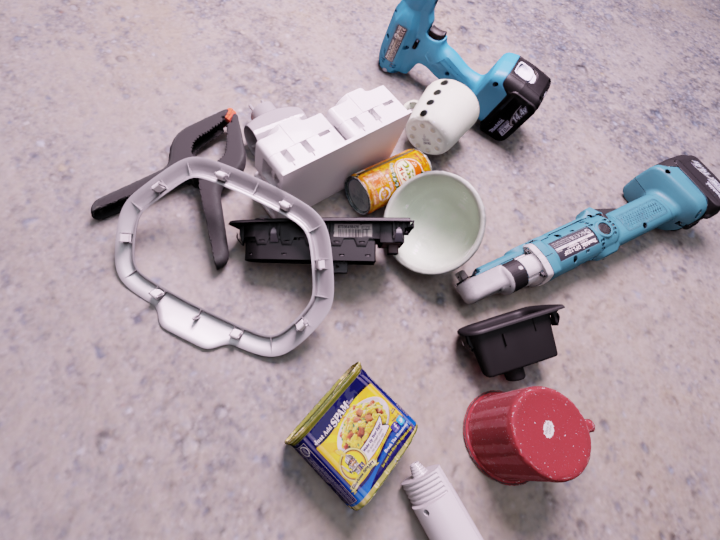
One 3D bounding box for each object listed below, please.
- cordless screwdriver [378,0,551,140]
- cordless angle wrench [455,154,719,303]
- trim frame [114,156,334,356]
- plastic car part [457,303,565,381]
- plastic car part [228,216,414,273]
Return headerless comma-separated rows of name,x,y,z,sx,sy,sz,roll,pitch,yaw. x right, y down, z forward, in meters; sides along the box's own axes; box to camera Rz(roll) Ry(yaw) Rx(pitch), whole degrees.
cordless screwdriver,0.153,-0.310,0.612,0.251,0.158,0.074,35,62,4
cordless angle wrench,0.303,-0.045,0.558,0.415,0.073,0.101,-23,71,-18
trim frame,-0.145,-0.012,0.444,0.250,0.027,0.184,26,93,3
plastic car part,0.170,0.085,0.476,0.114,0.066,0.072,-17,84,-16
plastic car part,-0.047,-0.031,0.479,0.204,0.066,0.067,5,90,4
